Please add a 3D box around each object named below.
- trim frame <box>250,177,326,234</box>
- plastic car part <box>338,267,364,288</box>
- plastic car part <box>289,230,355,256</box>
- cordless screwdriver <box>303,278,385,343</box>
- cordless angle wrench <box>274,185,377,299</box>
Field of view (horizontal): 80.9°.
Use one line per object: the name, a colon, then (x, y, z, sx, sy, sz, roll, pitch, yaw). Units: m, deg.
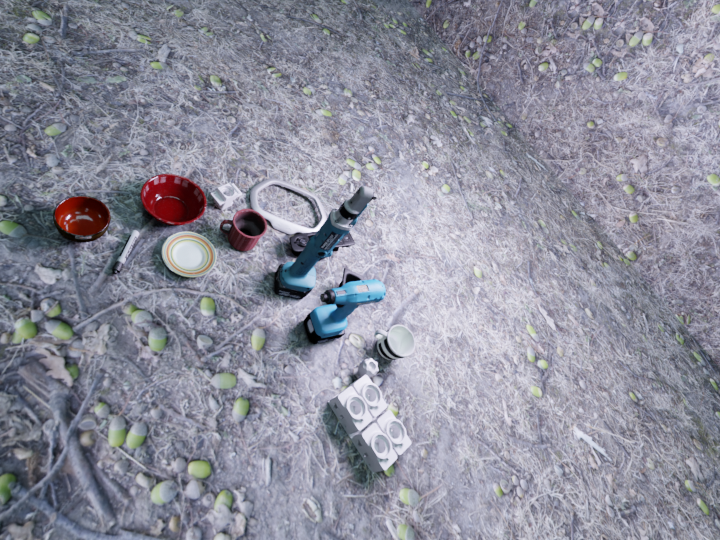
trim frame: (-0.216, -0.192, 1.278, 0.241, 0.028, 0.188, 21, 50, -16)
plastic car part: (-0.038, 0.064, 1.167, 0.064, 0.071, 0.119, 24, 50, -16)
plastic car part: (-0.120, -0.078, 1.225, 0.195, 0.067, 0.068, -8, 64, -34)
cordless screwdriver: (-0.066, 0.099, 1.006, 0.152, 0.251, 0.077, -4, 64, -34)
cordless angle wrench: (-0.090, -0.059, 0.986, 0.094, 0.427, 0.076, 16, 54, -24)
